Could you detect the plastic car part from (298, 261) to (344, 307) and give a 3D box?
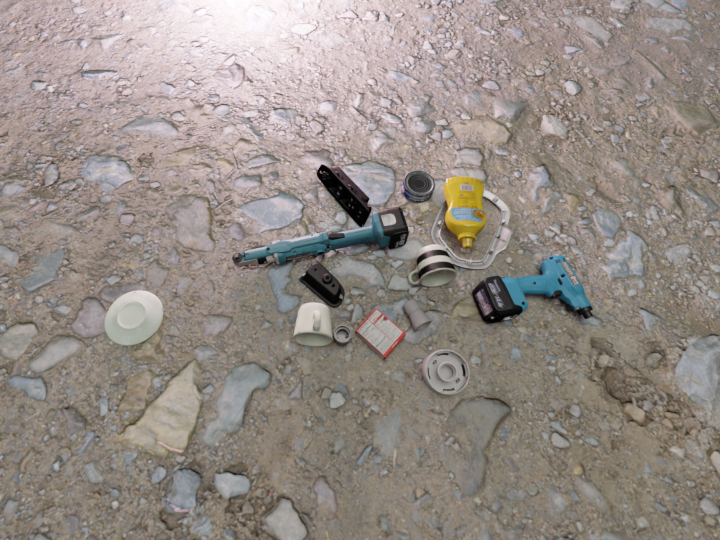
[{"bbox_3d":[-0.083,0.025,0.984,0.121,0.069,0.065,40,70,19],"label":"plastic car part"}]

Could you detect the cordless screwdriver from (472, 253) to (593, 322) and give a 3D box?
[{"bbox_3d":[0.400,0.063,0.972,0.245,0.073,0.165,-15,65,-13],"label":"cordless screwdriver"}]

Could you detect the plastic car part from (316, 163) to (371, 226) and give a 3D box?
[{"bbox_3d":[-0.036,-0.211,1.108,0.066,0.065,0.210,-34,69,-28],"label":"plastic car part"}]

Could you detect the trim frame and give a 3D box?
[{"bbox_3d":[0.289,-0.115,1.083,0.188,0.027,0.249,26,64,10],"label":"trim frame"}]

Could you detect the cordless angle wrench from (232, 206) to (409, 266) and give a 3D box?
[{"bbox_3d":[-0.100,-0.066,1.026,0.422,0.095,0.077,-12,66,-2],"label":"cordless angle wrench"}]
